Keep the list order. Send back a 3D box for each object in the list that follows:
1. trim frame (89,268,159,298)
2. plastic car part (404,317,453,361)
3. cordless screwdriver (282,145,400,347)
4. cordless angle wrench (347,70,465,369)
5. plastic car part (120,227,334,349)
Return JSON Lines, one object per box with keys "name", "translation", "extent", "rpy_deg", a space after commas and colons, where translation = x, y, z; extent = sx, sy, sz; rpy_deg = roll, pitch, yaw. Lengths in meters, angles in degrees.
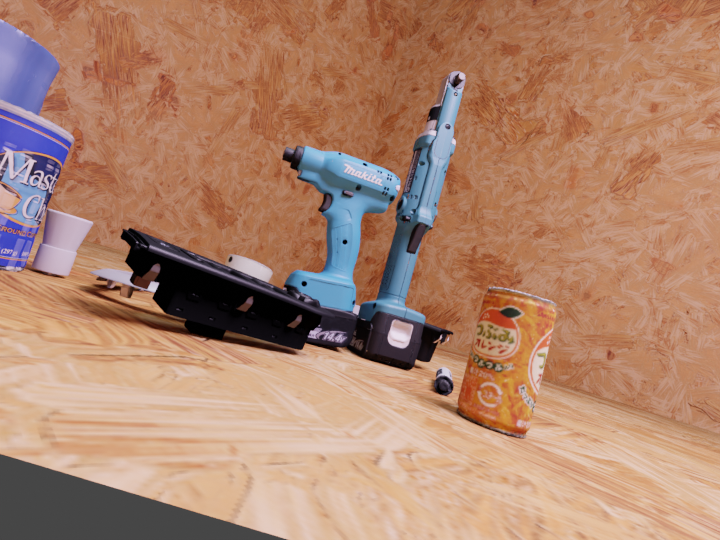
{"name": "trim frame", "translation": [-0.207, 0.030, 0.495], "extent": [0.183, 0.027, 0.250], "rpy_deg": [17, -5, -6]}
{"name": "plastic car part", "translation": [0.069, 0.103, 0.641], "extent": [0.122, 0.071, 0.062], "rpy_deg": [13, -7, 33]}
{"name": "cordless screwdriver", "translation": [-0.054, -0.035, 0.552], "extent": [0.156, 0.249, 0.075], "rpy_deg": [17, -7, -11]}
{"name": "cordless angle wrench", "translation": [0.079, -0.083, 0.595], "extent": [0.072, 0.424, 0.100], "rpy_deg": [18, -7, -16]}
{"name": "plastic car part", "translation": [-0.104, 0.027, 0.361], "extent": [0.192, 0.067, 0.070], "rpy_deg": [21, -8, -40]}
